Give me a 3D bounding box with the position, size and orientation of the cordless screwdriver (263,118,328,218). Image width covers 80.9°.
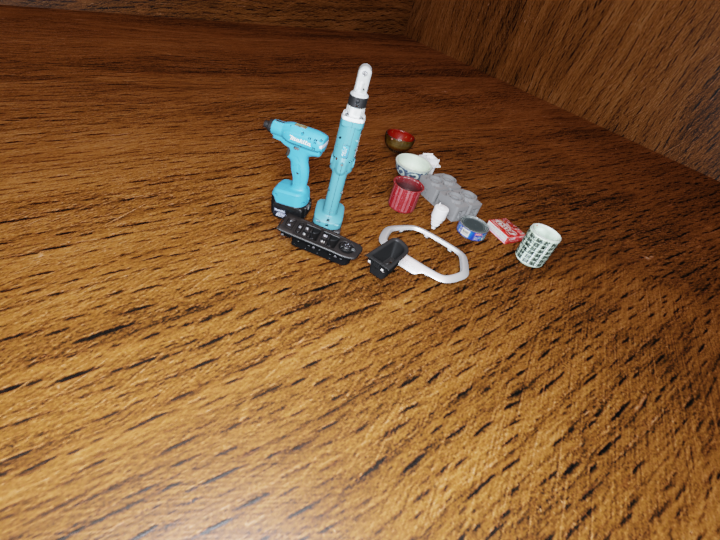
[{"bbox_3d":[-0.180,-0.250,1.058,0.162,0.244,0.074,23,38,7],"label":"cordless screwdriver"}]

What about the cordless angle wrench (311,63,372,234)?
[{"bbox_3d":[-0.041,-0.250,0.964,0.074,0.416,0.100,14,38,-6],"label":"cordless angle wrench"}]

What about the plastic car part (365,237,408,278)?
[{"bbox_3d":[0.063,-0.021,0.992,0.069,0.070,0.114,34,42,21],"label":"plastic car part"}]

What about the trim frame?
[{"bbox_3d":[0.163,-0.048,1.090,0.260,0.027,0.179,35,43,24],"label":"trim frame"}]

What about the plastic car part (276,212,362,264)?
[{"bbox_3d":[-0.098,-0.064,0.999,0.206,0.066,0.066,20,38,7],"label":"plastic car part"}]
